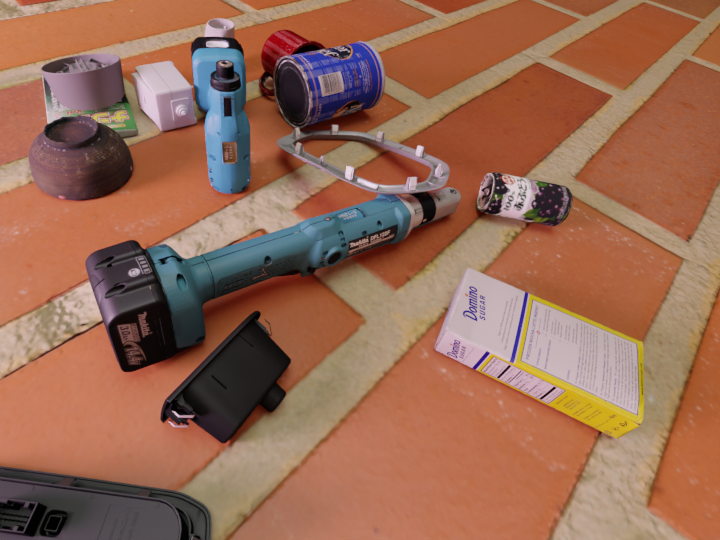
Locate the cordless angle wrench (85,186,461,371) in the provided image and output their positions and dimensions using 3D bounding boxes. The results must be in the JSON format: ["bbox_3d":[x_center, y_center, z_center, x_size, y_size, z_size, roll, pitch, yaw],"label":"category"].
[{"bbox_3d":[-0.043,-0.028,0.443,0.411,0.096,0.078,-22,55,-29],"label":"cordless angle wrench"}]

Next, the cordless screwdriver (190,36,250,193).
[{"bbox_3d":[-0.181,-0.237,0.551,0.073,0.156,0.260,-5,50,-18],"label":"cordless screwdriver"}]

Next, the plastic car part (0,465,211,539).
[{"bbox_3d":[-0.196,0.164,0.274,0.201,0.066,0.068,11,42,-4],"label":"plastic car part"}]

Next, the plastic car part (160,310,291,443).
[{"bbox_3d":[-0.099,0.093,0.353,0.072,0.066,0.115,42,50,3],"label":"plastic car part"}]

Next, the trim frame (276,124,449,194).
[{"bbox_3d":[0.001,-0.153,0.555,0.178,0.027,0.263,-24,44,-35],"label":"trim frame"}]
